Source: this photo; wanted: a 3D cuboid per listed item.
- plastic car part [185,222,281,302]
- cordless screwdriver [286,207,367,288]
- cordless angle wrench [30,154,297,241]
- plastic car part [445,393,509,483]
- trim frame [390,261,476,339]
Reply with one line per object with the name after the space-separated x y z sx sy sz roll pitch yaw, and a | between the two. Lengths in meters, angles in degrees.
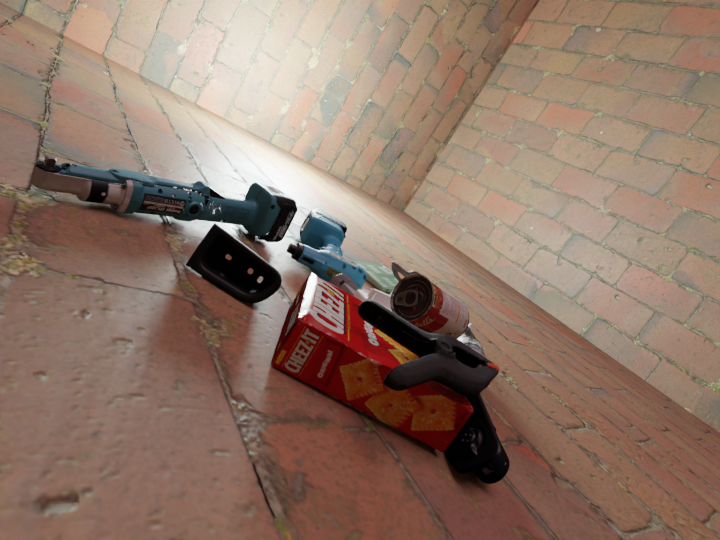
-0.161 -0.003 0.569 0.116 0.066 0.071 34 -1 -2 | plastic car part
-0.086 -0.056 0.877 0.153 0.074 0.258 25 19 -22 | cordless screwdriver
-0.270 -0.109 0.659 0.078 0.098 0.403 39 20 28 | cordless angle wrench
0.129 0.183 0.522 0.066 0.067 0.204 56 9 -10 | plastic car part
0.152 0.066 0.905 0.263 0.027 0.174 44 -7 39 | trim frame
